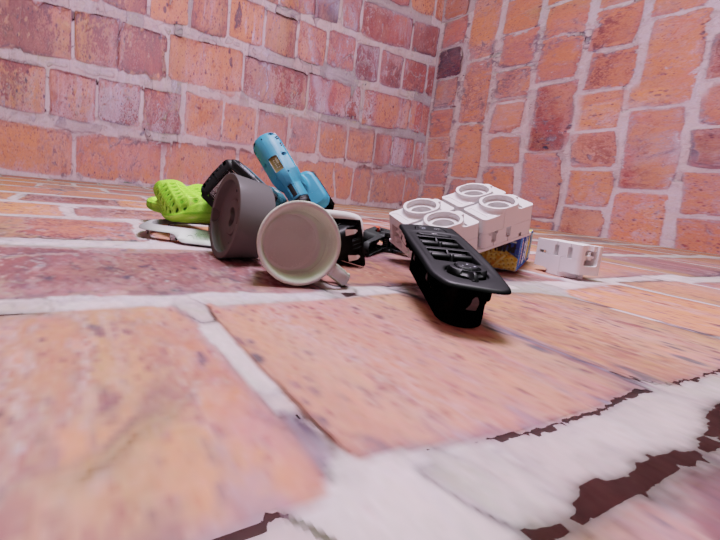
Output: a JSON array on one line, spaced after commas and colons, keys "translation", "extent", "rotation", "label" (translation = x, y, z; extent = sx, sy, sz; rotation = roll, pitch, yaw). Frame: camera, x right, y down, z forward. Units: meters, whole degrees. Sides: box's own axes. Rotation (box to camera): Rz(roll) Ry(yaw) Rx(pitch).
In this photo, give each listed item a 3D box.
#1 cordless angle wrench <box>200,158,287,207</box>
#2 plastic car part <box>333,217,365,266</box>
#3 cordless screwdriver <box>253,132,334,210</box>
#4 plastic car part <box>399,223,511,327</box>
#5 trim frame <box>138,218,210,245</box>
[{"translation": [-0.185, -0.136, 0.805], "extent": [0.097, 0.074, 0.425], "rotation": [43, 4, -7], "label": "cordless angle wrench"}, {"translation": [-0.058, -0.038, 0.596], "extent": [0.068, 0.065, 0.123], "rotation": [-21, 22, -40], "label": "plastic car part"}, {"translation": [-0.112, -0.150, 0.813], "extent": [0.075, 0.164, 0.241], "rotation": [-33, -14, 5], "label": "cordless screwdriver"}, {"translation": [0.080, 0.000, 0.421], "extent": [0.066, 0.066, 0.206], "rotation": [13, 14, -7], "label": "plastic car part"}, {"translation": [-0.232, -0.061, 0.689], "extent": [0.249, 0.027, 0.185], "rotation": [8, 9, 0], "label": "trim frame"}]
